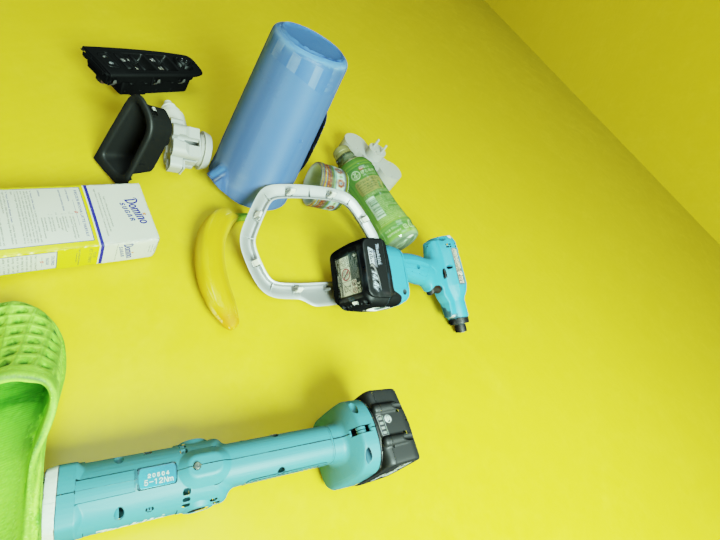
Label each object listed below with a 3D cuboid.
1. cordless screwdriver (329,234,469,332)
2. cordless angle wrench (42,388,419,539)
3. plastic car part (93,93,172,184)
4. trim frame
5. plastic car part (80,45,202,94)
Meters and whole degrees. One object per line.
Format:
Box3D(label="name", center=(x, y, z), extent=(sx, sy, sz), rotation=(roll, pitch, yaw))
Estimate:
Box3D(label="cordless screwdriver", center=(0.076, 0.026, 0.638), extent=(0.237, 0.076, 0.162), rotation=(-2, 74, -41))
Box3D(label="cordless angle wrench", center=(-0.144, 0.179, 0.369), extent=(0.406, 0.098, 0.077), rotation=(0, 52, -29))
Box3D(label="plastic car part", center=(-0.293, -0.174, 0.571), extent=(0.067, 0.117, 0.069), rotation=(46, 19, 6))
Box3D(label="trim frame", center=(-0.061, -0.040, 0.621), extent=(0.237, 0.028, 0.187), rotation=(-1, 77, -39))
Box3D(label="plastic car part", center=(-0.341, -0.317, 0.685), extent=(0.068, 0.067, 0.199), rotation=(38, 38, 8))
